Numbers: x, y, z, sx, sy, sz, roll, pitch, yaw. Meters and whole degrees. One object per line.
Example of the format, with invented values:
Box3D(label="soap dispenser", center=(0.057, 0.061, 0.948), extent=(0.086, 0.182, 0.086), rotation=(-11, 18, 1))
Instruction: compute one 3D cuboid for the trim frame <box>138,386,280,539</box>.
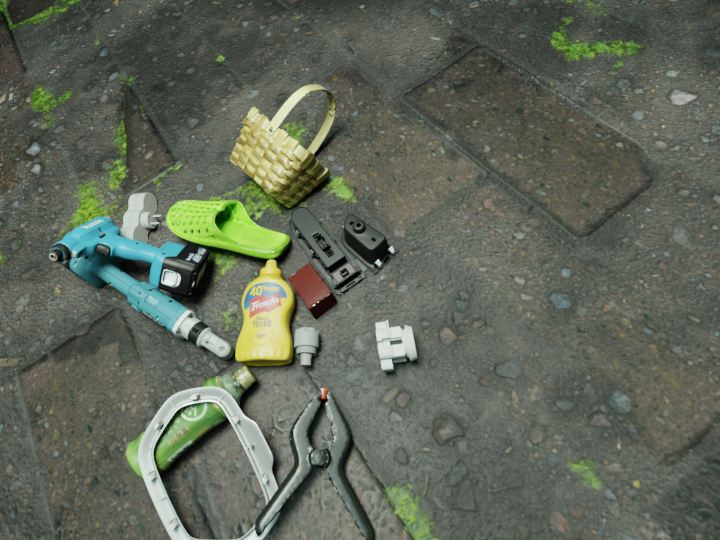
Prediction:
Box3D(label="trim frame", center=(-0.223, 0.298, 0.627), extent=(0.183, 0.027, 0.253), rotation=(-28, 80, -8))

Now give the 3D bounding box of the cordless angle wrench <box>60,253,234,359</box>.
Box3D(label="cordless angle wrench", center=(-0.411, 0.053, 0.809), extent=(0.439, 0.094, 0.074), rotation=(27, 68, 20))

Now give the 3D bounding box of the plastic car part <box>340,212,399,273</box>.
Box3D(label="plastic car part", center=(0.006, -0.062, 0.783), extent=(0.065, 0.068, 0.122), rotation=(-43, 66, -14))

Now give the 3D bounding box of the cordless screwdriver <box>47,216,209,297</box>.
Box3D(label="cordless screwdriver", center=(-0.417, -0.023, 0.777), extent=(0.248, 0.073, 0.161), rotation=(19, 22, -2))

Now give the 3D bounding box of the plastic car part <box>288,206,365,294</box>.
Box3D(label="plastic car part", center=(-0.079, -0.051, 0.804), extent=(0.066, 0.064, 0.213), rotation=(-38, 59, -2))
